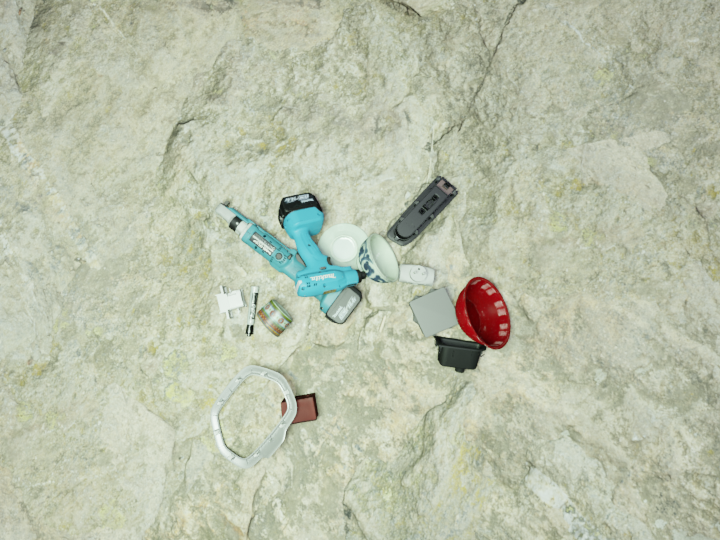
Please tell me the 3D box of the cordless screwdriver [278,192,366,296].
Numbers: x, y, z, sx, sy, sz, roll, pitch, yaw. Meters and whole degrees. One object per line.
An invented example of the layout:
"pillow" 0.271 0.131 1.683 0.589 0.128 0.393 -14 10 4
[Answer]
"cordless screwdriver" -0.095 -0.062 0.970 0.155 0.073 0.258 -10 61 -19

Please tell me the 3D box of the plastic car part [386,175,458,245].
"plastic car part" 0.150 -0.140 1.009 0.066 0.067 0.203 44 90 -1

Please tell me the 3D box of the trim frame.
"trim frame" -0.249 0.333 0.962 0.190 0.026 0.249 43 100 18

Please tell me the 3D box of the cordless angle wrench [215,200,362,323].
"cordless angle wrench" -0.188 -0.031 1.017 0.432 0.073 0.098 37 86 10

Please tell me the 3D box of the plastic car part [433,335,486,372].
"plastic car part" 0.223 0.195 0.960 0.117 0.066 0.070 11 99 1
